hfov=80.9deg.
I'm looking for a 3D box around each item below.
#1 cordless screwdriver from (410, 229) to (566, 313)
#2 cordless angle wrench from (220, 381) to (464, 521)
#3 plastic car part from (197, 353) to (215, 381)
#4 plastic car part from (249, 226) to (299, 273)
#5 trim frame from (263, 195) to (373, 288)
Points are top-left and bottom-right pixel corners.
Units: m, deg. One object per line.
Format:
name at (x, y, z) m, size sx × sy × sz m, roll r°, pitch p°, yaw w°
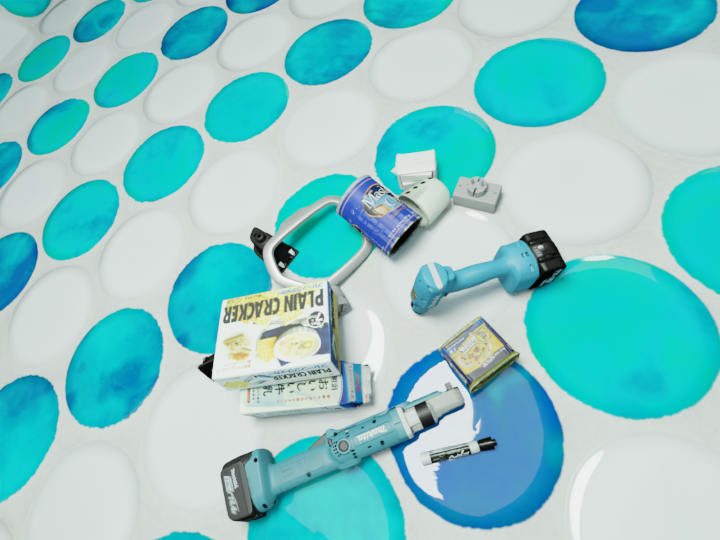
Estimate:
cordless screwdriver at (0.208, 0.016, 0.741) m, size 0.247 × 0.155 × 0.077 m, roll -14°, pitch 65°, yaw -6°
cordless angle wrench at (-0.025, 0.294, 0.707) m, size 0.424 × 0.071 × 0.102 m, roll -24°, pitch 61°, yaw 3°
plastic car part at (-0.222, 0.152, 0.850) m, size 0.204 × 0.063 × 0.070 m, roll -23°, pitch 36°, yaw 7°
plastic car part at (-0.206, -0.057, 0.938) m, size 0.122 × 0.068 × 0.066 m, roll 32°, pitch 76°, yaw 25°
trim frame at (-0.087, -0.057, 0.892) m, size 0.246 × 0.027 × 0.189 m, roll -42°, pitch 75°, yaw -14°
